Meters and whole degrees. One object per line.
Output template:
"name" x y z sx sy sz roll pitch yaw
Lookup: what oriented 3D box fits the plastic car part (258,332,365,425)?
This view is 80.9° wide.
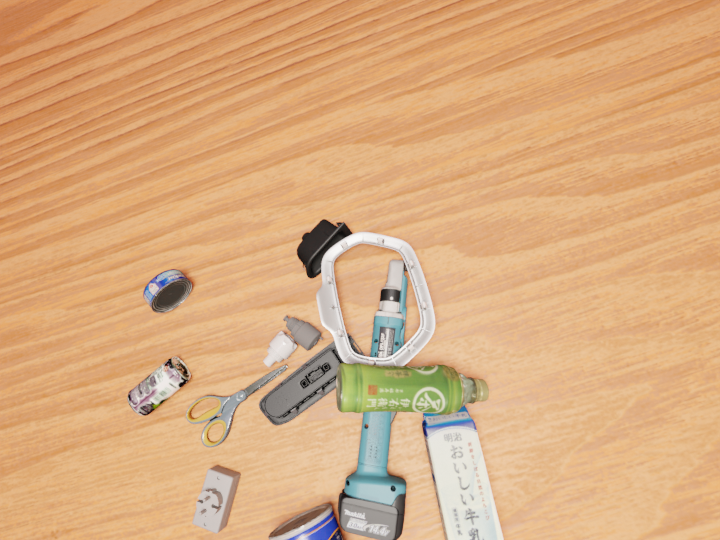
"plastic car part" -0.086 0.191 0.718 0.203 0.065 0.068 -37 79 1

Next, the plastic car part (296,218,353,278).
"plastic car part" -0.078 -0.051 0.796 0.116 0.062 0.075 -43 57 -1

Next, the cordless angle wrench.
"cordless angle wrench" 0.039 0.183 0.692 0.100 0.072 0.429 4 71 10

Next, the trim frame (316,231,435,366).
"trim frame" 0.019 0.044 0.709 0.186 0.026 0.256 -16 66 9
